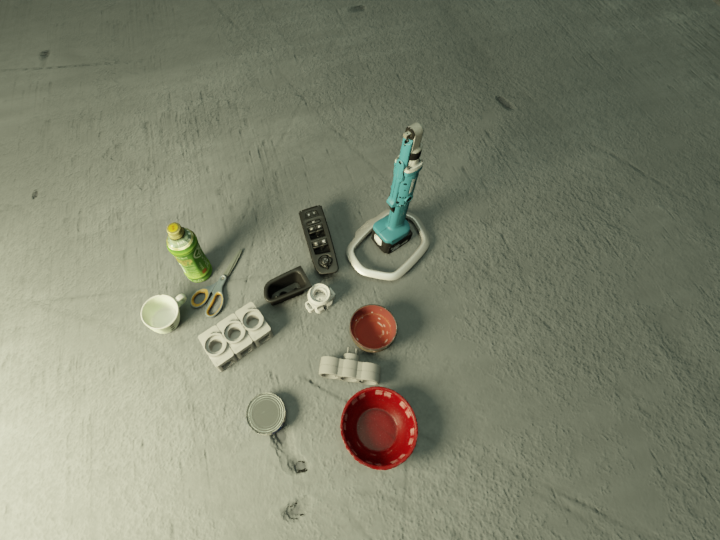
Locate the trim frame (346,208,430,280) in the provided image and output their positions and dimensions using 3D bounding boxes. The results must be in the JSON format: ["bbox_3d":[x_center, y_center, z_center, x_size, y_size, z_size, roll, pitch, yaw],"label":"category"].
[{"bbox_3d":[0.075,-0.074,1.145,0.191,0.027,0.246,36,68,19],"label":"trim frame"}]

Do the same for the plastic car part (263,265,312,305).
[{"bbox_3d":[-0.186,0.049,1.058,0.115,0.069,0.069,-25,65,-13],"label":"plastic car part"}]

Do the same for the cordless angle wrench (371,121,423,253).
[{"bbox_3d":[0.095,-0.181,0.984,0.096,0.412,0.077,-31,69,-18],"label":"cordless angle wrench"}]

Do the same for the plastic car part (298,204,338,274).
[{"bbox_3d":[-0.110,-0.072,1.126,0.066,0.065,0.211,-14,62,-9],"label":"plastic car part"}]
